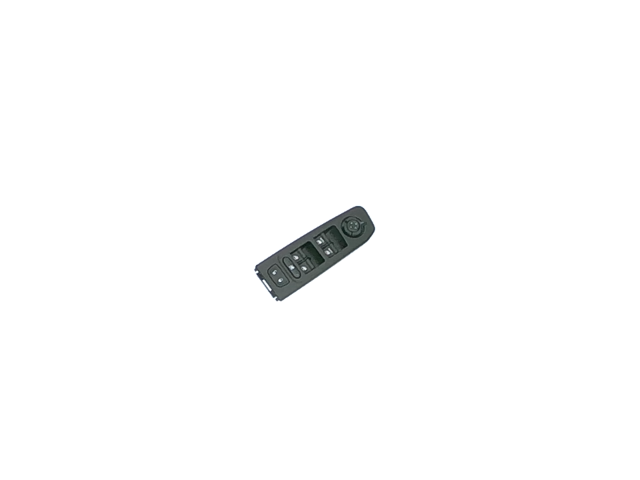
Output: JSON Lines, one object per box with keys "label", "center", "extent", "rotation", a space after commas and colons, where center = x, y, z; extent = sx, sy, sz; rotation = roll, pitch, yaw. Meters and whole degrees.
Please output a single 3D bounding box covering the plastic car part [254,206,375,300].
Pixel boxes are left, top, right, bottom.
{"label": "plastic car part", "center": [0.000, 0.022, 0.662], "extent": [0.202, 0.066, 0.067], "rotation": [-34, -22, -15]}
